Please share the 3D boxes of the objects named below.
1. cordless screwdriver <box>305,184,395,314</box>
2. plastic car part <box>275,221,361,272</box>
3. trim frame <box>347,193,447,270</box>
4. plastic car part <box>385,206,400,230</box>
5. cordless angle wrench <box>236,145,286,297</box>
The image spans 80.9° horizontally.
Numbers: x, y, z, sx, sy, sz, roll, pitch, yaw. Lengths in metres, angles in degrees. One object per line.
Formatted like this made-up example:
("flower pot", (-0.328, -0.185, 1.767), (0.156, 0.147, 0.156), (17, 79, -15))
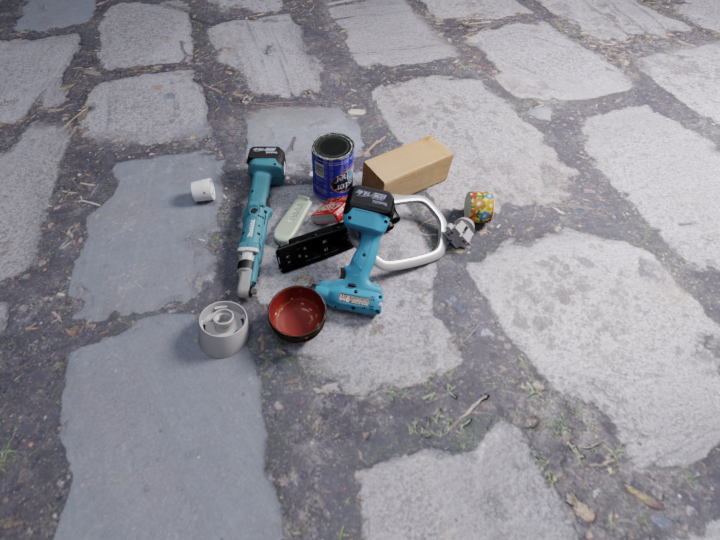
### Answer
("cordless screwdriver", (-0.019, -0.044, 0.852), (0.162, 0.073, 0.249), (9, 87, 9))
("plastic car part", (-0.092, -0.060, 0.939), (0.200, 0.064, 0.070), (-18, 30, -11))
("trim frame", (0.086, -0.092, 0.937), (0.242, 0.027, 0.189), (-14, 71, -19))
("plastic car part", (0.046, -0.122, 0.985), (0.114, 0.065, 0.073), (-20, 70, -19))
("cordless angle wrench", (-0.242, -0.123, 0.985), (0.098, 0.072, 0.435), (0, 54, 0))
